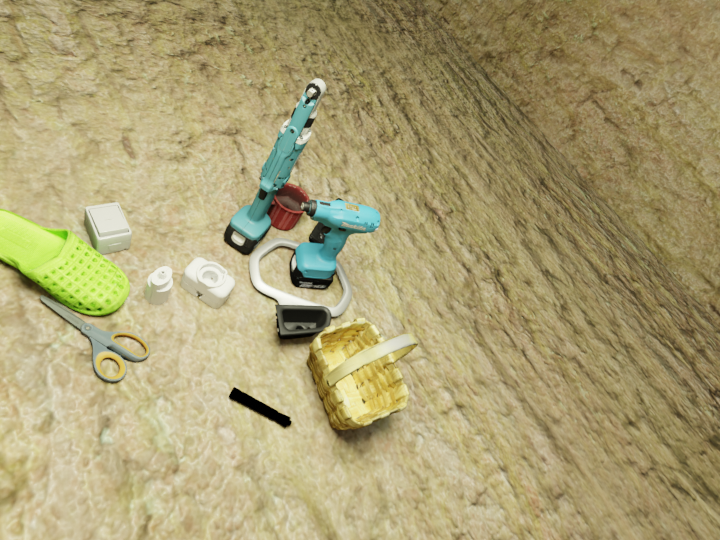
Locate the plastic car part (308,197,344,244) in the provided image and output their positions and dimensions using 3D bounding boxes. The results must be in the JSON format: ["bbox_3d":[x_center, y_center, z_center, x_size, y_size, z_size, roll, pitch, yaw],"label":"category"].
[{"bbox_3d":[-0.075,-0.107,1.056,0.066,0.067,0.203,33,45,-6],"label":"plastic car part"}]

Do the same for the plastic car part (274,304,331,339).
[{"bbox_3d":[-0.121,0.111,0.849,0.112,0.071,0.068,4,55,-29],"label":"plastic car part"}]

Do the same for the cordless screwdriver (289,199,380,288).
[{"bbox_3d":[-0.086,-0.056,0.879,0.153,0.250,0.077,10,53,-27],"label":"cordless screwdriver"}]

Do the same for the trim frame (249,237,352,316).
[{"bbox_3d":[-0.132,0.015,0.951,0.242,0.027,0.189,20,47,-15],"label":"trim frame"}]

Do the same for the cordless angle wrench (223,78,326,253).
[{"bbox_3d":[-0.165,-0.187,0.817,0.074,0.425,0.098,36,45,-6],"label":"cordless angle wrench"}]
